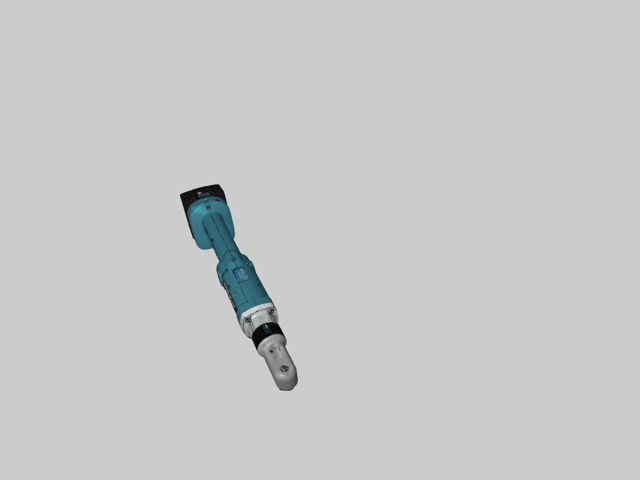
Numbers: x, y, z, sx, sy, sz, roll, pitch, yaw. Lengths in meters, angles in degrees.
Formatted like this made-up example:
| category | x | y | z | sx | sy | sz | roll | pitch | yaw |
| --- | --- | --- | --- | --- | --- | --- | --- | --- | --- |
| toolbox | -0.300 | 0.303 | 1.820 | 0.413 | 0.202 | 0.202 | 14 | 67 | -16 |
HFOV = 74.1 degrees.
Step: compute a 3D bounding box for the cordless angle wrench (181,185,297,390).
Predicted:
| category | x | y | z | sx | sy | sz | roll | pitch | yaw |
| --- | --- | --- | --- | --- | --- | --- | --- | --- | --- |
| cordless angle wrench | -0.128 | 0.051 | 0.646 | 0.074 | 0.098 | 0.422 | -19 | 41 | -19 |
